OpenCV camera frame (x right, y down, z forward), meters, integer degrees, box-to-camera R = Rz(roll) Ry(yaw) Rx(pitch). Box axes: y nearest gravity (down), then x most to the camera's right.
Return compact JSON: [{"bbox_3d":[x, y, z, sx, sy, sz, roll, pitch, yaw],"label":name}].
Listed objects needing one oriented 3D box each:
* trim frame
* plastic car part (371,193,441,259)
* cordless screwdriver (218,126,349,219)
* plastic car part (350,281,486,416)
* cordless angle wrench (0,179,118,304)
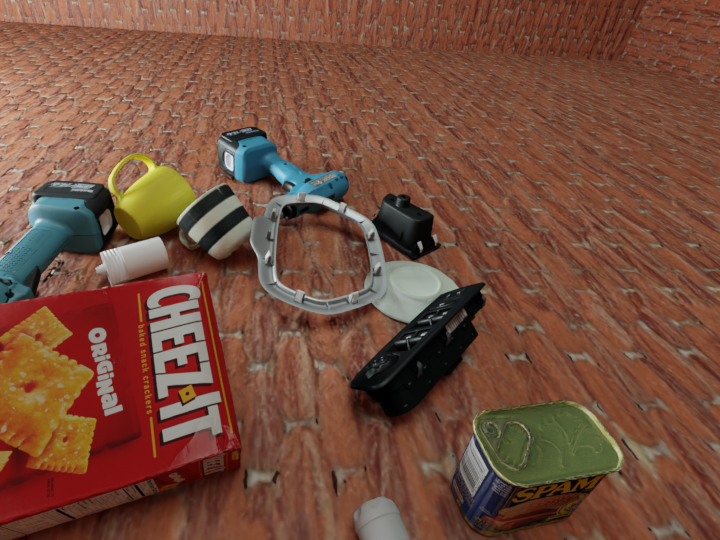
[{"bbox_3d":[-0.056,-0.037,0.572,0.181,0.027,0.257,6,41,-10],"label":"trim frame"},{"bbox_3d":[0.066,-0.080,0.654,0.064,0.069,0.123,-22,47,-36],"label":"plastic car part"},{"bbox_3d":[-0.160,-0.170,0.750,0.260,0.073,0.155,31,42,25],"label":"cordless screwdriver"},{"bbox_3d":[0.068,0.082,0.441,0.197,0.066,0.069,-28,9,-41],"label":"plastic car part"},{"bbox_3d":[-0.387,0.038,0.441,0.097,0.072,0.436,2,38,-5],"label":"cordless angle wrench"}]
